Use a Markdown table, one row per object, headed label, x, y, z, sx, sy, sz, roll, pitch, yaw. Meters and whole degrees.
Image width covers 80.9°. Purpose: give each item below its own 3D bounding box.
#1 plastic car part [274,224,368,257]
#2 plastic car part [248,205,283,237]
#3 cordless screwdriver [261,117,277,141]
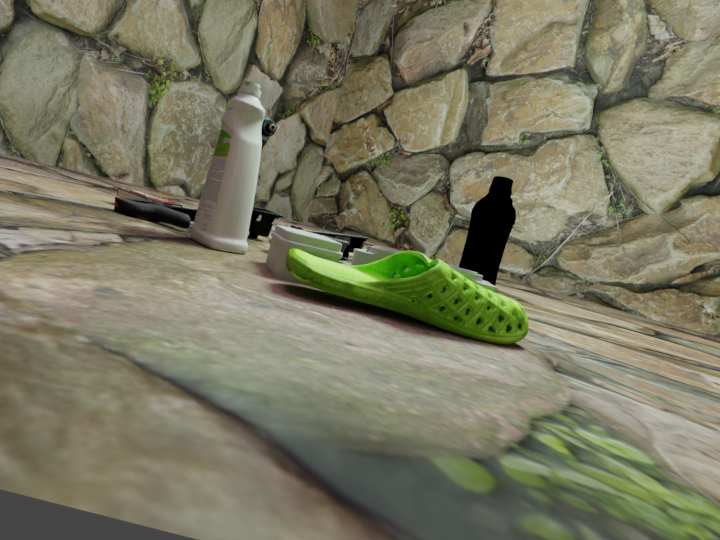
| label | x | y | z | sx | sy | sz | roll | pitch | yaw |
| --- | --- | --- | --- | --- | --- | --- | --- | --- | --- |
| plastic car part | -0.078 | -0.051 | 0.798 | 0.192 | 0.067 | 0.070 | 9 | 7 | -45 |
| plastic car part | -0.230 | -0.106 | 0.946 | 0.063 | 0.071 | 0.122 | 12 | 6 | -32 |
| cordless screwdriver | -0.242 | -0.193 | 0.862 | 0.070 | 0.248 | 0.168 | 11 | 5 | -42 |
